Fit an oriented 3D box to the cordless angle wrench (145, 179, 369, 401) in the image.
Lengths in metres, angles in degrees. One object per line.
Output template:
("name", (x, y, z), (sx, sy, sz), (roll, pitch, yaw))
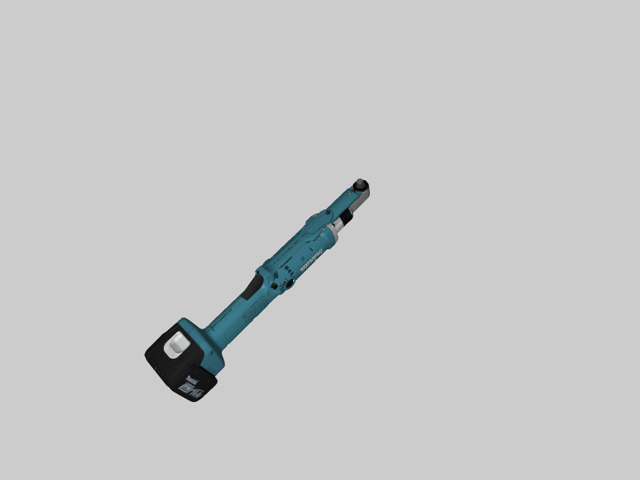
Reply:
("cordless angle wrench", (-0.066, 0.052, 0.647), (0.074, 0.422, 0.098), (35, -20, 30))
